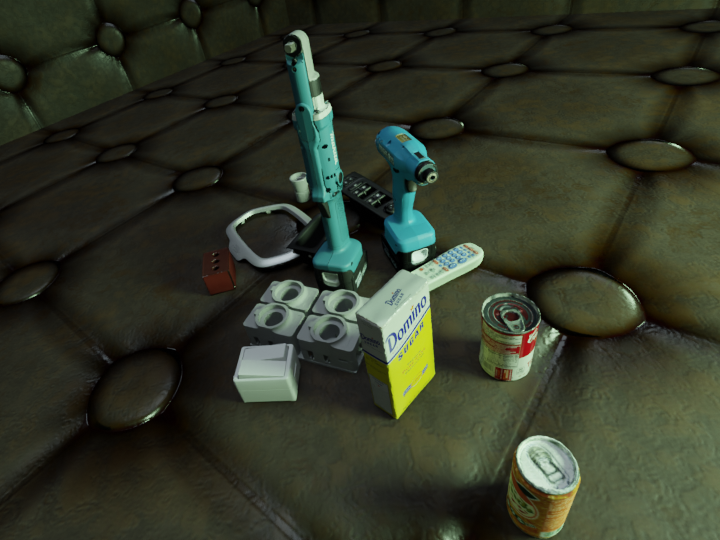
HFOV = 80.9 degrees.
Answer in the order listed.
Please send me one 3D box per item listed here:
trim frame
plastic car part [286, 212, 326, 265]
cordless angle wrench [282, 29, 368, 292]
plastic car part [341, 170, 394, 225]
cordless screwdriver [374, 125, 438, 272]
[{"bbox_3d":[-0.197,-0.081,0.919,0.181,0.026,0.263,-30,43,-20],"label":"trim frame"},{"bbox_3d":[-0.080,-0.052,0.821,0.069,0.068,0.116,12,45,26],"label":"plastic car part"},{"bbox_3d":[-0.056,-0.142,0.655,0.077,0.406,0.098,7,41,20],"label":"cordless angle wrench"},{"bbox_3d":[0.026,-0.142,0.900,0.065,0.064,0.215,-31,43,-23],"label":"plastic car part"},{"bbox_3d":[0.084,-0.100,0.698,0.074,0.239,0.167,-17,39,-10],"label":"cordless screwdriver"}]
